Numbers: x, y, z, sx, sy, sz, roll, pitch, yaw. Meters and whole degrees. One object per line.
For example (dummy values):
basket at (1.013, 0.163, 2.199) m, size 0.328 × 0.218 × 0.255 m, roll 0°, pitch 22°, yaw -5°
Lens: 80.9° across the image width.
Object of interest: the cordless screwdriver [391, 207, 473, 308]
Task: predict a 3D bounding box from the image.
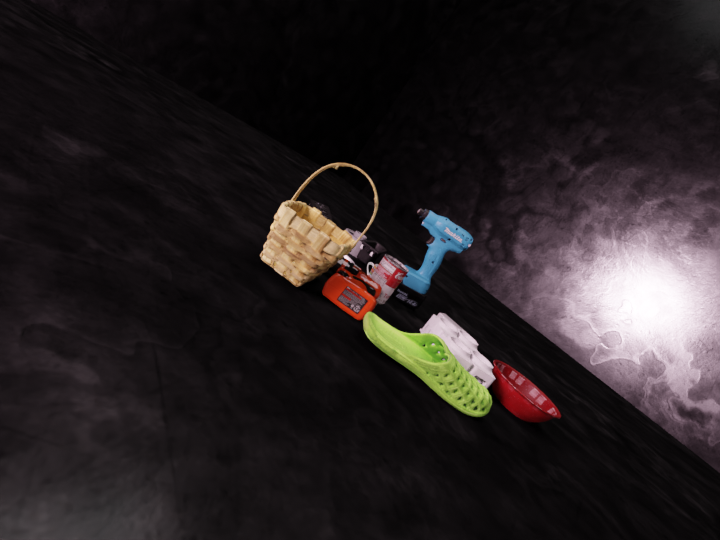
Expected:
cordless screwdriver at (0.160, -0.034, 1.125) m, size 0.158 × 0.249 × 0.075 m, roll 35°, pitch 13°, yaw -4°

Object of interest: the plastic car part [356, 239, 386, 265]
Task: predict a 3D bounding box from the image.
plastic car part at (0.028, -0.047, 1.246) m, size 0.068 × 0.071 × 0.112 m, roll 39°, pitch 14°, yaw 17°

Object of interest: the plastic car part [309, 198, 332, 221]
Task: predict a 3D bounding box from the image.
plastic car part at (-0.125, -0.152, 1.255) m, size 0.064 × 0.067 × 0.210 m, roll 30°, pitch 14°, yaw -22°

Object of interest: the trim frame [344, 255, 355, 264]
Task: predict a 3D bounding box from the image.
trim frame at (-0.107, -0.070, 1.095) m, size 0.256 × 0.027 × 0.178 m, roll 38°, pitch 13°, yaw 15°
